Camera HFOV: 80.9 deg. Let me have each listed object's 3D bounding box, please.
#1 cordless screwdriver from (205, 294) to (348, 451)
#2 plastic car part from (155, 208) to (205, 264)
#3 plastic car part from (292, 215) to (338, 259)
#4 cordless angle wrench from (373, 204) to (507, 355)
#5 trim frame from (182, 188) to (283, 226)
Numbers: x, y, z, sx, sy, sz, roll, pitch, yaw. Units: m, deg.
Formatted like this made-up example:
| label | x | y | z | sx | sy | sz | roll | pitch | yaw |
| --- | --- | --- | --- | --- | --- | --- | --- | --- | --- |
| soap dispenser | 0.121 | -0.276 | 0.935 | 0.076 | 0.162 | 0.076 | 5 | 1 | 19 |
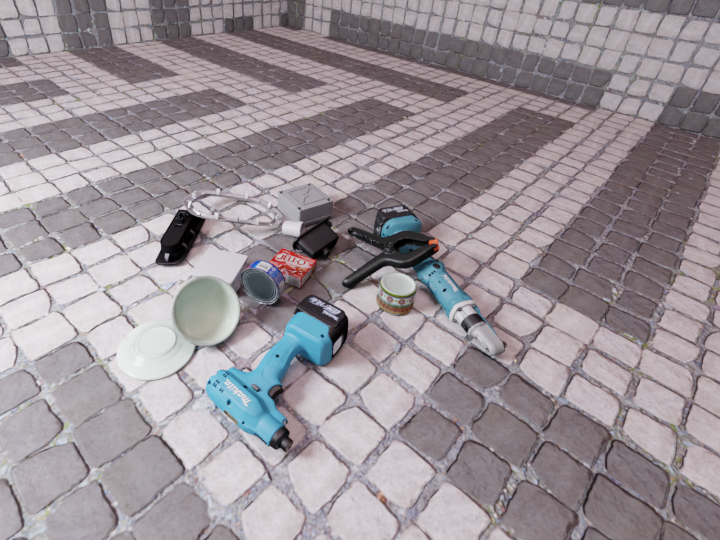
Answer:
| label | x | y | z | sx | sy | sz | roll | pitch | yaw |
| --- | --- | --- | --- | --- | --- | --- | --- | --- | --- |
| cordless screwdriver | -0.106 | 0.157 | 0.684 | 0.167 | 0.072 | 0.244 | 28 | 48 | 25 |
| plastic car part | -0.410 | -0.088 | 0.966 | 0.065 | 0.066 | 0.209 | 9 | 41 | -9 |
| plastic car part | -0.095 | -0.062 | 0.972 | 0.073 | 0.065 | 0.114 | 38 | 50 | 14 |
| cordless angle wrench | 0.157 | 0.009 | 0.900 | 0.095 | 0.072 | 0.445 | -12 | 44 | -21 |
| trim frame | -0.311 | -0.156 | 1.045 | 0.240 | 0.027 | 0.193 | 7 | 30 | -22 |
